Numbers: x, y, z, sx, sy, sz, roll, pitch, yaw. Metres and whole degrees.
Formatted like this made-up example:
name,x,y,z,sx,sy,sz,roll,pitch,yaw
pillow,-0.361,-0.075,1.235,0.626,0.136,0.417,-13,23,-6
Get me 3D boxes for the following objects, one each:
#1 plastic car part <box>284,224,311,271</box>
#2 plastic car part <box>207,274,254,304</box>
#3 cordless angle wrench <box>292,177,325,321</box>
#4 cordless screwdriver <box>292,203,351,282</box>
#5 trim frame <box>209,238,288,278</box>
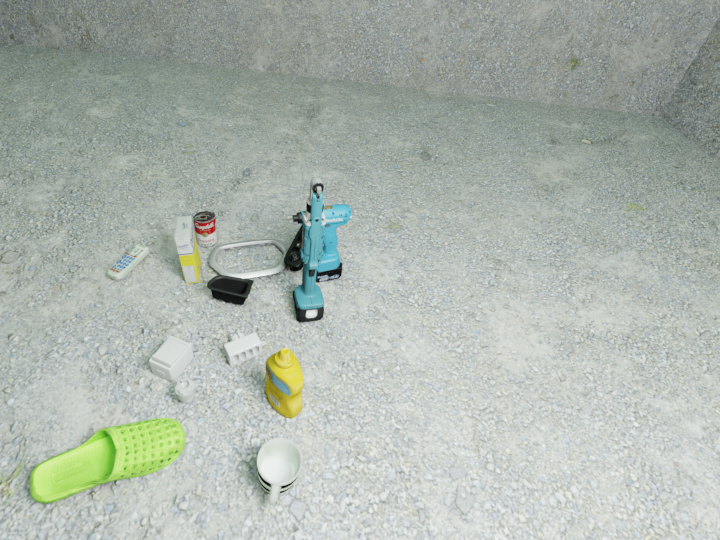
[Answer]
name,x,y,z,sx,sy,sz,roll,pitch,yaw
plastic car part,-0.182,-0.070,1.318,0.067,0.065,0.204,14,42,7
plastic car part,-0.355,0.060,1.155,0.117,0.069,0.067,9,42,3
cordless angle wrench,-0.119,-0.042,1.033,0.073,0.412,0.102,-4,43,-15
cordless screwdriver,-0.117,-0.077,1.200,0.156,0.242,0.078,-7,44,-17
trim frame,-0.338,-0.040,1.299,0.243,0.027,0.194,-11,44,-17
